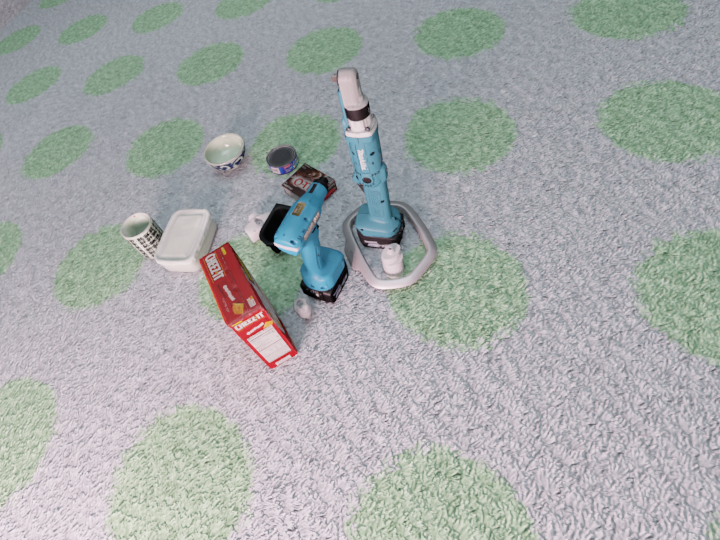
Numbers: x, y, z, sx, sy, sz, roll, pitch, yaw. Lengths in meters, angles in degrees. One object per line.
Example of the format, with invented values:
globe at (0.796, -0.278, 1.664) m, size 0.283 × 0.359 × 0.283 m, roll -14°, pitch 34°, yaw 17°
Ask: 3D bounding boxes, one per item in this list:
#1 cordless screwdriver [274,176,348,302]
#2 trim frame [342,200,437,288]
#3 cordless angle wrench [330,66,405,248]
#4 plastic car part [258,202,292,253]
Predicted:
cordless screwdriver at (-0.081, -0.053, 0.825) m, size 0.077 × 0.238 × 0.160 m, roll 15°, pitch 62°, yaw 20°
trim frame at (0.055, -0.064, 0.923) m, size 0.184 × 0.026 × 0.260 m, roll -24°, pitch 54°, yaw -1°
cordless angle wrench at (0.016, -0.186, 0.783) m, size 0.101 × 0.404 × 0.075 m, roll 8°, pitch 60°, yaw 17°
plastic car part at (-0.187, -0.089, 0.984) m, size 0.069 × 0.068 × 0.117 m, roll 14°, pitch 62°, yaw 21°
